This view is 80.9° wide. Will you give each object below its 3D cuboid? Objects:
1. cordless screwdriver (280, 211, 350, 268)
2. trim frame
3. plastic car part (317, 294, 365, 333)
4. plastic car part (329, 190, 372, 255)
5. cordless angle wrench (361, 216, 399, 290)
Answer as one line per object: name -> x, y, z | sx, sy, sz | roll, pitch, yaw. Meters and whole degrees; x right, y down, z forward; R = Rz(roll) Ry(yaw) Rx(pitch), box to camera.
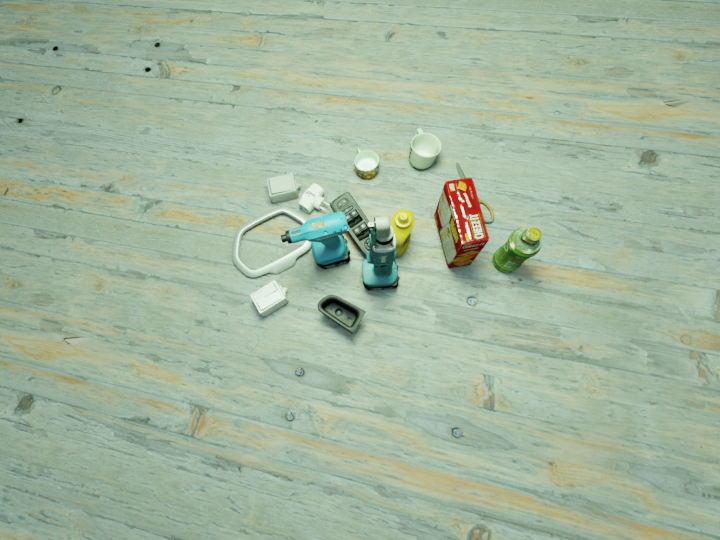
cordless screwdriver -> -0.106, -0.069, 1.082 | 0.159, 0.242, 0.076 | -15, 75, -1
trim frame -> -0.256, -0.082, 1.219 | 0.248, 0.027, 0.190 | -28, 71, -2
plastic car part -> -0.052, 0.111, 1.108 | 0.120, 0.069, 0.066 | 29, 78, 14
plastic car part -> -0.006, -0.118, 1.178 | 0.066, 0.065, 0.210 | -33, 72, -5
cordless angle wrench -> 0.048, -0.035, 0.962 | 0.098, 0.412, 0.076 | -4, 75, 1
